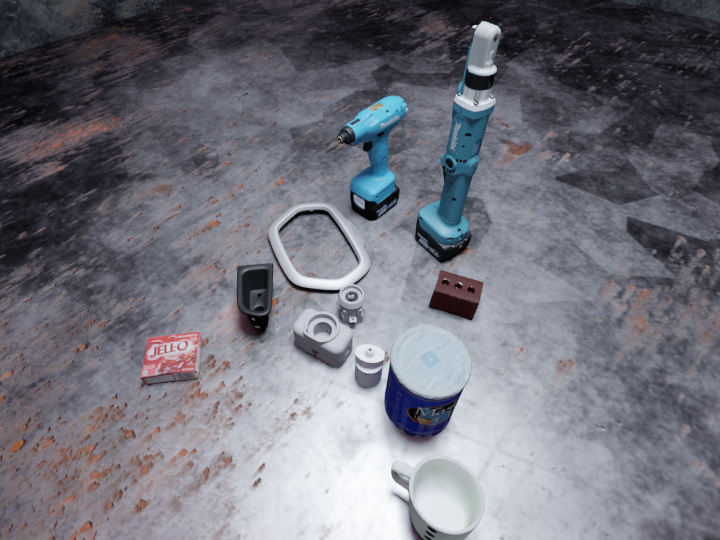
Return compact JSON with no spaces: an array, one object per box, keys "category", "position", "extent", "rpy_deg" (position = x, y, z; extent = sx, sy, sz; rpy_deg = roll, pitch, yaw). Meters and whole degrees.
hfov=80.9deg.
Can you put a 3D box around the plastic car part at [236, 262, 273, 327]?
[{"category":"plastic car part","position":[-0.182,0.052,0.747],"extent":[0.066,0.068,0.121],"rpy_deg":[-7,49,-5]}]

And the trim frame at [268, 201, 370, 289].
[{"category":"trim frame","position":[-0.084,-0.055,0.863],"extent":[0.181,0.026,0.261],"rpy_deg":[-21,51,-15]}]

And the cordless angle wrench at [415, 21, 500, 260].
[{"category":"cordless angle wrench","position":[0.168,-0.189,0.711],"extent":[0.073,0.409,0.103],"rpy_deg":[-26,54,-22]}]

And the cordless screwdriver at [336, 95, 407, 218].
[{"category":"cordless screwdriver","position":[0.016,-0.211,0.852],"extent":[0.078,0.240,0.156],"rpy_deg":[37,58,27]}]
